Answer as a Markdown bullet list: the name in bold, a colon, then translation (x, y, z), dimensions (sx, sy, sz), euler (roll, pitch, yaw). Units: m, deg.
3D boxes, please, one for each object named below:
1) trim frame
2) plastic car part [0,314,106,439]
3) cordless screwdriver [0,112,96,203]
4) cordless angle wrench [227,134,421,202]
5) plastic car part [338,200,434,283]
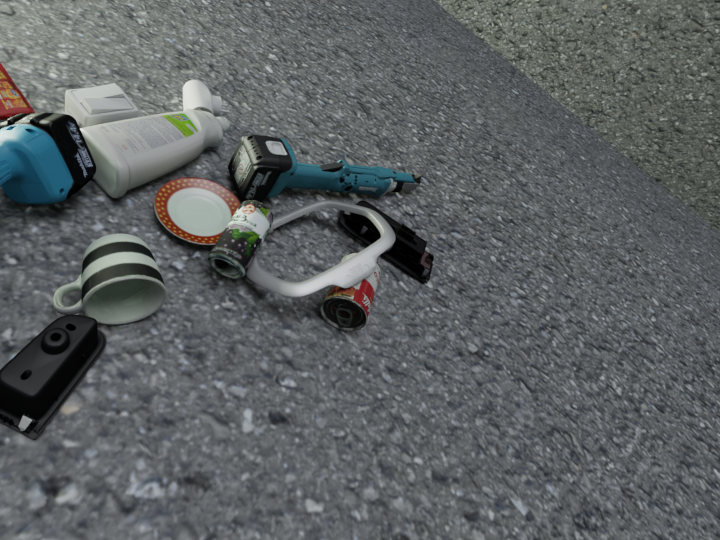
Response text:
- **trim frame**: translation (-0.062, -0.041, 0.639), dimensions (0.242, 0.027, 0.194), euler (-30, 50, -33)
- **plastic car part**: translation (-0.297, 0.085, 0.405), dimensions (0.065, 0.071, 0.117), euler (31, 46, -10)
- **cordless screwdriver**: translation (-0.394, -0.071, 0.454), dimensions (0.075, 0.154, 0.252), euler (2, 33, 7)
- **cordless angle wrench**: translation (-0.034, -0.174, 0.790), dimensions (0.404, 0.099, 0.077), euler (-5, 58, -40)
- **plastic car part**: translation (0.052, -0.060, 0.758), dimensions (0.203, 0.067, 0.066), euler (31, 50, -1)
